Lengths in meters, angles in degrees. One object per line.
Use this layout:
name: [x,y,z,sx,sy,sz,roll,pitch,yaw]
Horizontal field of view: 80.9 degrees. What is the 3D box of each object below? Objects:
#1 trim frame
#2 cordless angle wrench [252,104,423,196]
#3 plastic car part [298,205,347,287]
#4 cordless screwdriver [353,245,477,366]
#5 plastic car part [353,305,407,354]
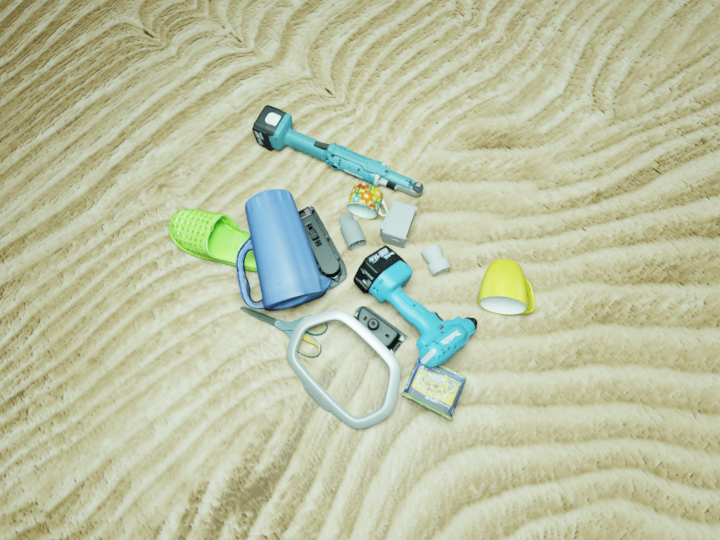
trim frame: [-0.037,0.192,0.838,0.255,0.027,0.184,41,96,14]
cordless angle wrench: [-0.052,-0.268,0.996,0.432,0.096,0.074,25,76,10]
plastic car part: [-0.092,-0.060,0.940,0.066,0.066,0.209,-25,73,-11]
cordless screwdriver: [0.113,0.059,0.854,0.154,0.074,0.259,-24,63,-37]
plastic car part: [0.032,0.118,0.856,0.120,0.069,0.066,38,78,13]
